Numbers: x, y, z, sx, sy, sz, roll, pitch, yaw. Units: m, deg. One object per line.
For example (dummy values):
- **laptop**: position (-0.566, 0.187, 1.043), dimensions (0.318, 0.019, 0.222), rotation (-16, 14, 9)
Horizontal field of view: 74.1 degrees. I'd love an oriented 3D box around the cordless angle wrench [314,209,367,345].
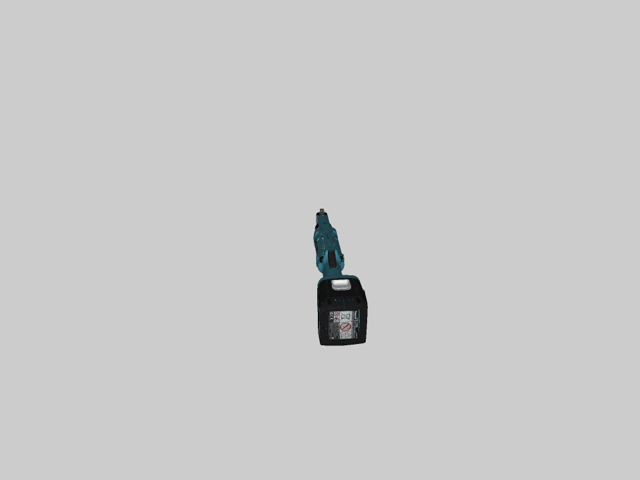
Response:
- **cordless angle wrench**: position (0.019, 0.039, 0.833), dimensions (0.074, 0.098, 0.421), rotation (-2, 26, -4)
